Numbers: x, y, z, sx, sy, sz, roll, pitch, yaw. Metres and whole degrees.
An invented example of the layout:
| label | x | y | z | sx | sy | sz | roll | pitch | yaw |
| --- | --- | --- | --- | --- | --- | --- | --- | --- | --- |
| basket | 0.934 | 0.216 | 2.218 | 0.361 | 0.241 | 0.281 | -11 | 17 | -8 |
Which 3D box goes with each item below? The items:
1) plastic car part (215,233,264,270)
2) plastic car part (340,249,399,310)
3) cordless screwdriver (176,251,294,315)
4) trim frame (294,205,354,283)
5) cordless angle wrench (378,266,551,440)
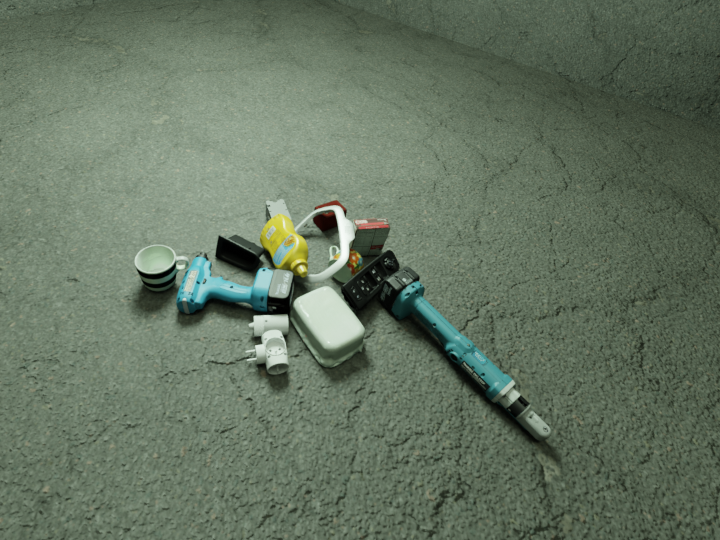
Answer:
| label | x | y | z | sx | sy | sz | roll | pitch | yaw |
| --- | --- | --- | --- | --- | --- | --- | --- | --- | --- |
| plastic car part | -0.287 | -0.050 | 1.038 | 0.118 | 0.065 | 0.071 | 23 | 32 | 7 |
| plastic car part | 0.023 | 0.023 | 1.004 | 0.067 | 0.068 | 0.199 | 50 | 53 | 1 |
| cordless screwdriver | -0.274 | 0.026 | 0.953 | 0.248 | 0.072 | 0.164 | 3 | 46 | -1 |
| trim frame | -0.102 | -0.066 | 1.039 | 0.187 | 0.026 | 0.258 | -25 | 43 | 17 |
| cordless angle wrench | 0.210 | 0.167 | 0.880 | 0.072 | 0.096 | 0.443 | -28 | 59 | -29 |
